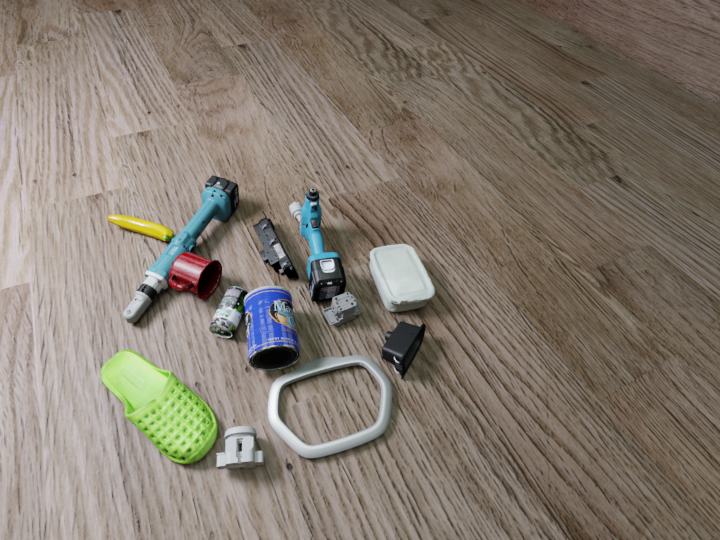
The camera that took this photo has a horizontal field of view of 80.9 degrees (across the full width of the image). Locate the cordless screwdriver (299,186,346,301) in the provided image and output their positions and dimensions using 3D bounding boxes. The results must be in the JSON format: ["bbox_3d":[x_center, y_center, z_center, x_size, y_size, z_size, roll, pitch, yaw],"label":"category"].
[{"bbox_3d":[-0.097,-0.063,0.988,0.073,0.155,0.259,-7,53,-15],"label":"cordless screwdriver"}]

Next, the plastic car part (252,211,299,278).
[{"bbox_3d":[-0.216,-0.058,1.041,0.067,0.063,0.213,-30,57,2],"label":"plastic car part"}]

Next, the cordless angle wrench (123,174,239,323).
[{"bbox_3d":[-0.421,-0.058,1.003,0.075,0.096,0.426,20,54,4],"label":"cordless angle wrench"}]

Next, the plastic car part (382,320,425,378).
[{"bbox_3d":[0.083,0.154,0.890,0.074,0.063,0.116,15,46,24],"label":"plastic car part"}]

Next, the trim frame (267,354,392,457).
[{"bbox_3d":[-0.056,0.251,0.814,0.244,0.027,0.193,-15,54,-14],"label":"trim frame"}]
